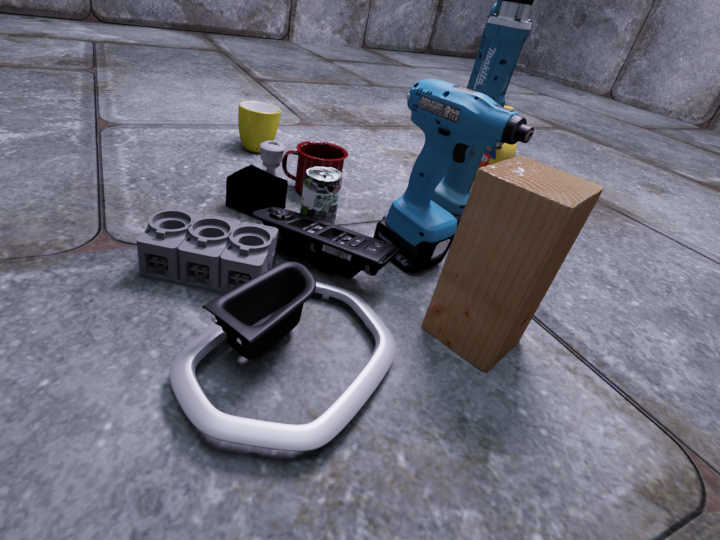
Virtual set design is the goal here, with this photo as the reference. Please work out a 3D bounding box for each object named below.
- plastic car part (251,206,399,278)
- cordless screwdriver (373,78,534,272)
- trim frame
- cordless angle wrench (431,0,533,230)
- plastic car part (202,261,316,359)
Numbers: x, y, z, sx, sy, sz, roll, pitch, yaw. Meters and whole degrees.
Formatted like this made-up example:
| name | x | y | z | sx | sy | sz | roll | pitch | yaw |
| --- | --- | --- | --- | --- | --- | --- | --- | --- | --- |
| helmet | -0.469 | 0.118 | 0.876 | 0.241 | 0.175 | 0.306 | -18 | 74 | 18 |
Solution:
| name | x | y | z | sx | sy | sz | roll | pitch | yaw |
| --- | --- | --- | --- | --- | --- | --- | --- | --- | --- |
| plastic car part | -0.056 | -0.036 | 0.570 | 0.211 | 0.066 | 0.065 | 25 | 35 | 21 |
| cordless screwdriver | 0.110 | -0.108 | 0.557 | 0.072 | 0.244 | 0.168 | -18 | 44 | -39 |
| trim frame | -0.070 | 0.079 | 0.431 | 0.192 | 0.027 | 0.244 | 24 | 37 | 21 |
| cordless angle wrench | 0.179 | -0.248 | 0.627 | 0.103 | 0.414 | 0.072 | 35 | 39 | 30 |
| plastic car part | -0.094 | 0.047 | 0.434 | 0.069 | 0.069 | 0.113 | 29 | 38 | 25 |
